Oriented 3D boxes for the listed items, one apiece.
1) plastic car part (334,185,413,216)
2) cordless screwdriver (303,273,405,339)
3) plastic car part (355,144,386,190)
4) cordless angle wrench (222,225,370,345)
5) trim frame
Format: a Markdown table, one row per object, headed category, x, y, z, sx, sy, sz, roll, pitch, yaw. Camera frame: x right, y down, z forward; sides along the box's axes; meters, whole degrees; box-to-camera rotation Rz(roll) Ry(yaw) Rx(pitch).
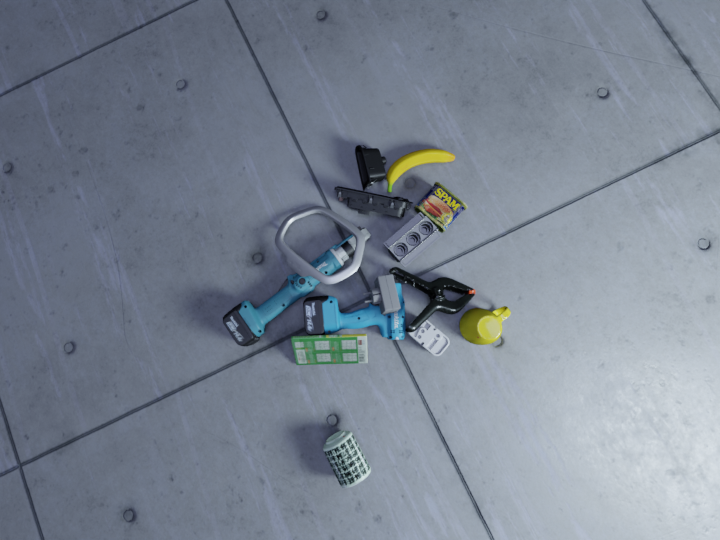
| category | x | y | z | sx | sy | sz | roll | pitch | yaw |
| --- | --- | --- | --- | --- | --- | --- | --- | --- | --- |
| plastic car part | 0.032 | -0.173 | 1.078 | 0.205 | 0.066 | 0.067 | 8 | 93 | 5 |
| cordless screwdriver | -0.016 | 0.088 | 1.038 | 0.249 | 0.073 | 0.161 | 0 | 80 | 0 |
| plastic car part | 0.032 | -0.276 | 1.099 | 0.069 | 0.066 | 0.118 | -6 | 78 | -14 |
| cordless angle wrench | -0.146 | 0.030 | 1.059 | 0.422 | 0.073 | 0.100 | -37 | 78 | -4 |
| trim frame | -0.103 | -0.067 | 1.052 | 0.260 | 0.026 | 0.183 | 36 | 73 | 25 |
